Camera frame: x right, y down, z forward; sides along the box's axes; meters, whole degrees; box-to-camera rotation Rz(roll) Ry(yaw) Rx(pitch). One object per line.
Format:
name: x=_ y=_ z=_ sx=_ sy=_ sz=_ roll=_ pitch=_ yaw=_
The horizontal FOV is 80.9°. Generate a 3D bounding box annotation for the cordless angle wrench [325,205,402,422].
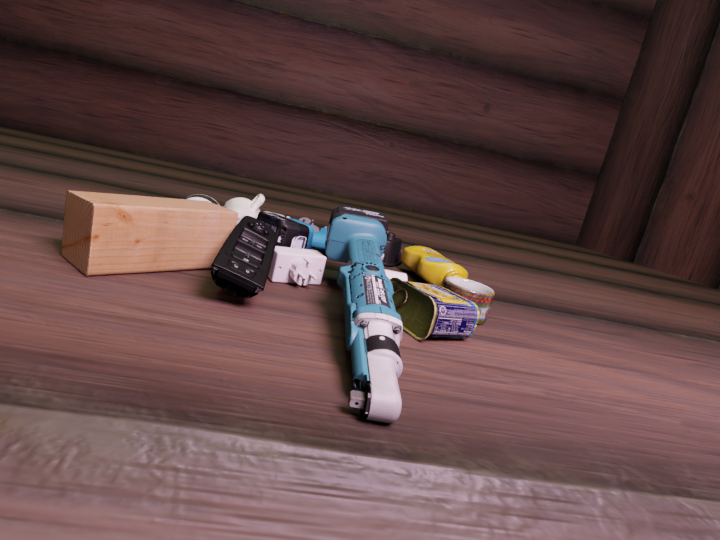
cordless angle wrench: x=0.006 y=0.020 z=0.516 sx=0.097 sy=0.073 sz=0.433 roll=9 pitch=24 yaw=-8

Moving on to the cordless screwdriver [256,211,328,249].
cordless screwdriver: x=-0.081 y=-0.053 z=0.830 sx=0.168 sy=0.074 sz=0.236 roll=22 pitch=12 yaw=36

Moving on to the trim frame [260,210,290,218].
trim frame: x=-0.257 y=-0.140 z=1.137 sx=0.252 sy=0.027 sz=0.183 roll=12 pitch=12 yaw=6

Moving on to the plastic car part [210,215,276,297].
plastic car part: x=-0.156 y=-0.017 z=0.580 sx=0.065 sy=0.066 sz=0.208 roll=19 pitch=26 yaw=-12

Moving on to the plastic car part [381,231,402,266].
plastic car part: x=0.063 y=-0.051 z=0.953 sx=0.068 sy=0.070 sz=0.113 roll=15 pitch=10 yaw=17
